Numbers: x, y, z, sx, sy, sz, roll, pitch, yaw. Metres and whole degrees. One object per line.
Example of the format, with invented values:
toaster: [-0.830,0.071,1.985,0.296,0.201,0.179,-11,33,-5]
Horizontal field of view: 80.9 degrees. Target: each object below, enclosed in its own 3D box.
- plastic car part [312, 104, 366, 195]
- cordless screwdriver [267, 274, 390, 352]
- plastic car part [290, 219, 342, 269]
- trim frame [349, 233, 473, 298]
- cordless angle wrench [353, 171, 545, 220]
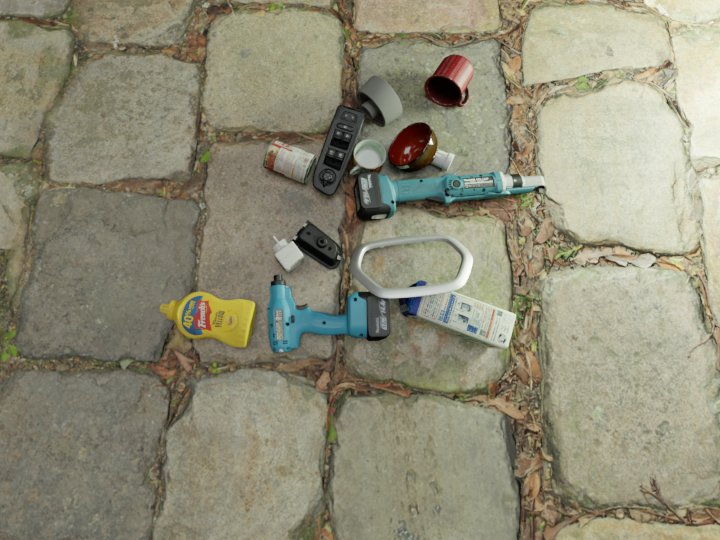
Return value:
plastic car part: [-0.055,-0.263,0.947,0.066,0.067,0.204,20,82,-6]
cordless screwdriver: [-0.067,0.078,0.867,0.250,0.073,0.162,-6,77,2]
plastic car part: [-0.088,-0.057,0.899,0.119,0.070,0.066,36,79,9]
trim frame: [0.102,-0.015,0.862,0.249,0.026,0.191,-9,45,1]
cordless angle wrench: [0.201,-0.179,0.931,0.420,0.074,0.099,-6,78,-4]
